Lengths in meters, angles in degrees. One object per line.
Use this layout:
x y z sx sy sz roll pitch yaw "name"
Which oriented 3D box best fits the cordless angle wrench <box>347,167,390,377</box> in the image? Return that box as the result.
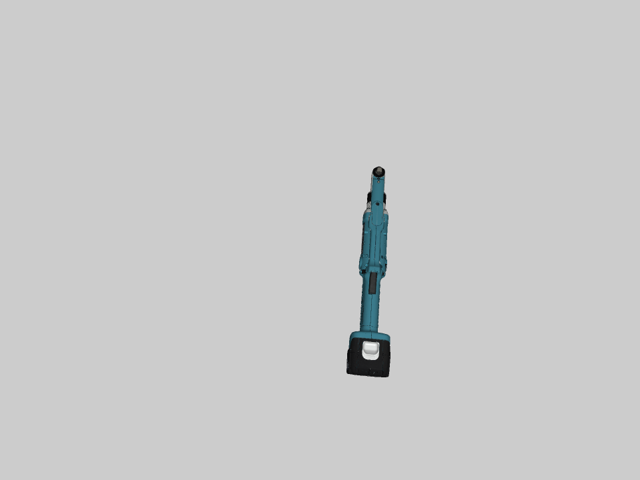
0.104 0.050 0.843 0.074 0.421 0.098 5 -18 2 "cordless angle wrench"
